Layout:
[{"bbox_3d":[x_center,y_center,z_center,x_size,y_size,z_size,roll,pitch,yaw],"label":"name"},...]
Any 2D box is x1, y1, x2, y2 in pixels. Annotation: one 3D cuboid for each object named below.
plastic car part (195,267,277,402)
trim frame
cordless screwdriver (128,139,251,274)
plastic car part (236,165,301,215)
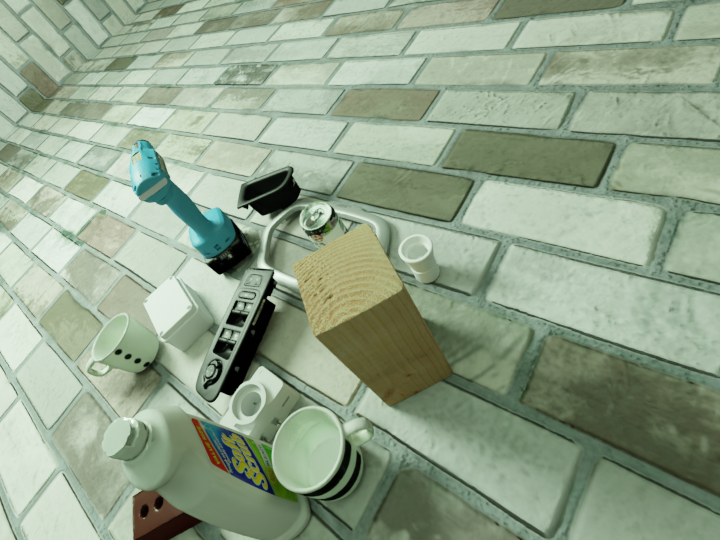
[{"bbox_3d":[-0.177,0.096,0.626,0.069,0.063,0.204,6,60,31],"label":"plastic car part"},{"bbox_3d":[-0.068,-0.044,0.693,0.262,0.026,0.184,16,66,36],"label":"trim frame"},{"bbox_3d":[-0.296,-0.111,0.726,0.074,0.235,0.168,-36,48,-1],"label":"cordless screwdriver"},{"bbox_3d":[-0.161,-0.138,0.785,0.119,0.067,0.068,-15,51,19],"label":"plastic car part"}]
